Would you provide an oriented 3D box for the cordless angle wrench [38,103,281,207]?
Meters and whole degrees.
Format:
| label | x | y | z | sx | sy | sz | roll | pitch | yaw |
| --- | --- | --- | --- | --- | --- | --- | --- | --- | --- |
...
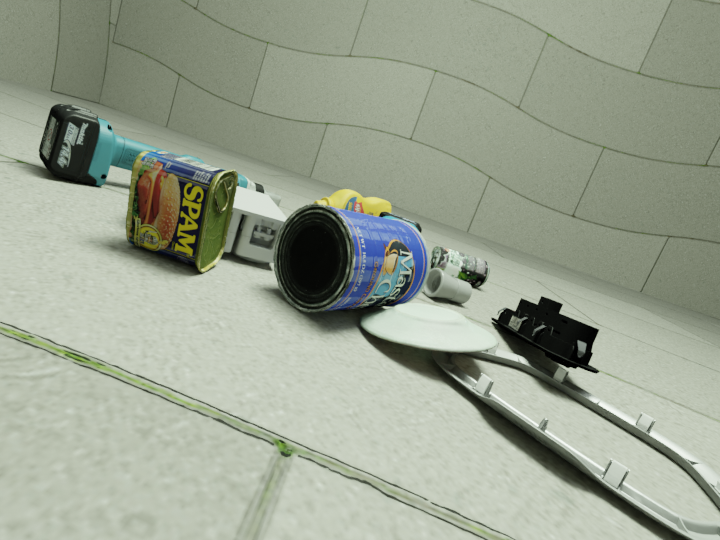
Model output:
| label | x | y | z | sx | sy | sz | roll | pitch | yaw |
| --- | --- | --- | --- | --- | --- | --- | --- | --- | --- |
| cordless angle wrench | -0.293 | -0.163 | 0.722 | 0.079 | 0.097 | 0.401 | 33 | 15 | 36 |

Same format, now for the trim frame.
| label | x | y | z | sx | sy | sz | roll | pitch | yaw |
| --- | --- | --- | --- | --- | --- | --- | --- | --- | --- |
| trim frame | 0.174 | 0.118 | 0.348 | 0.175 | 0.027 | 0.263 | 5 | 20 | -44 |

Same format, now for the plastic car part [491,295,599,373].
| label | x | y | z | sx | sy | sz | roll | pitch | yaw |
| --- | --- | --- | --- | --- | --- | --- | --- | --- | --- |
| plastic car part | 0.222 | 0.068 | 0.499 | 0.067 | 0.067 | 0.201 | 29 | 8 | 1 |

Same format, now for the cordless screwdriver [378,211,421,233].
| label | x | y | z | sx | sy | sz | roll | pitch | yaw |
| --- | --- | --- | --- | --- | --- | --- | --- | --- | --- |
| cordless screwdriver | 0.064 | -0.048 | 0.785 | 0.165 | 0.074 | 0.242 | 23 | 17 | 16 |
